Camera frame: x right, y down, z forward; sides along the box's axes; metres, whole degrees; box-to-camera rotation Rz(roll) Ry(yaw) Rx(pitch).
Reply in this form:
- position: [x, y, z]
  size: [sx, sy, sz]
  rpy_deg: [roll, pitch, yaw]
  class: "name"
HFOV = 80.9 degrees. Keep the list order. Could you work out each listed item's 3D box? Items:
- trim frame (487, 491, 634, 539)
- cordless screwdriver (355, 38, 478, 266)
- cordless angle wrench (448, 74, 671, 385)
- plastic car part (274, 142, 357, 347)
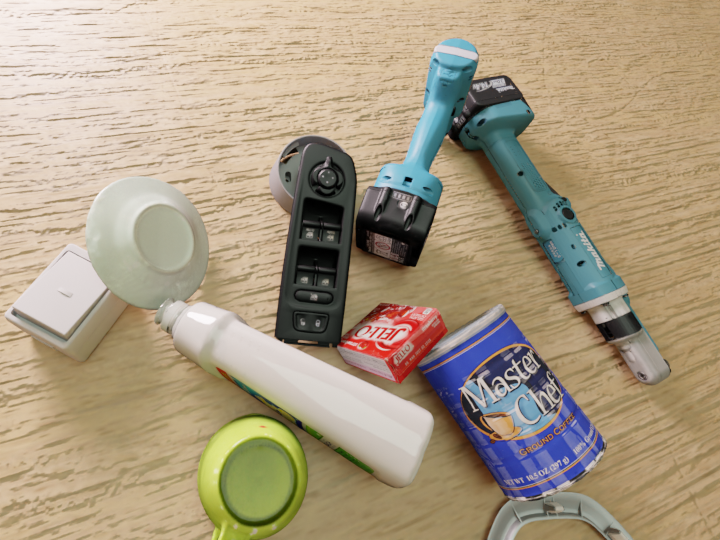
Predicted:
- position: [0.176, 0.319, 0.354]
  size: [0.185, 0.027, 0.249]
  rpy_deg: [30, 60, 2]
  class: "trim frame"
- position: [0.072, -0.127, 0.507]
  size: [0.076, 0.155, 0.250]
  rpy_deg: [19, 75, 8]
  class: "cordless screwdriver"
- position: [0.246, -0.062, 0.539]
  size: [0.095, 0.074, 0.435]
  rpy_deg: [-17, 71, -21]
  class: "cordless angle wrench"
- position: [-0.043, -0.028, 0.441]
  size: [0.066, 0.067, 0.203]
  rpy_deg: [7, 89, -4]
  class: "plastic car part"
